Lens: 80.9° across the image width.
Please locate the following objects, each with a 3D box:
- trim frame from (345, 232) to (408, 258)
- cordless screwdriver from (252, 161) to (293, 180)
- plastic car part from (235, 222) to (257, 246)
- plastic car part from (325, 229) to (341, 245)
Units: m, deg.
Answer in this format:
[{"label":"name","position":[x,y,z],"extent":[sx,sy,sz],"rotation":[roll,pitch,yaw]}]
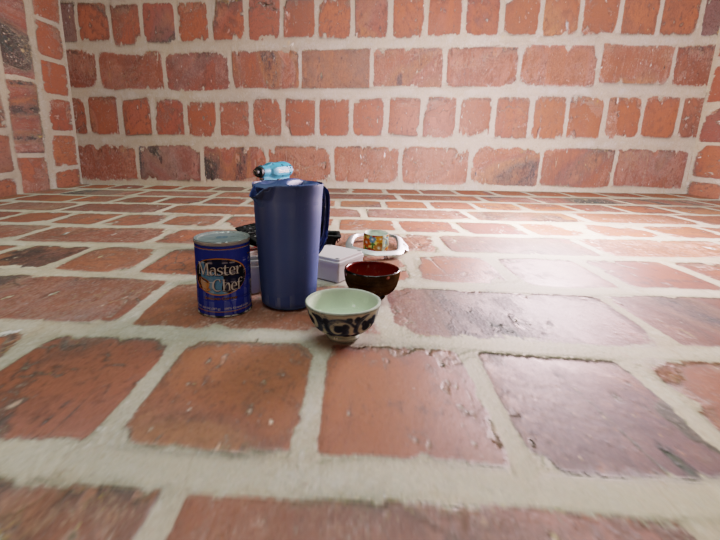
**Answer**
[{"label":"trim frame","position":[0.049,-0.077,1.250],"extent":[0.186,0.027,0.250],"rotation":[2,17,4]},{"label":"cordless screwdriver","position":[-0.265,-0.201,1.274],"extent":[0.078,0.245,0.155],"rotation":[9,16,25]},{"label":"plastic car part","position":[-0.289,-0.083,1.195],"extent":[0.064,0.066,0.214],"rotation":[-9,19,-34]},{"label":"plastic car part","position":[-0.114,-0.074,1.165],"extent":[0.116,0.070,0.067],"rotation":[0,15,-3]}]
